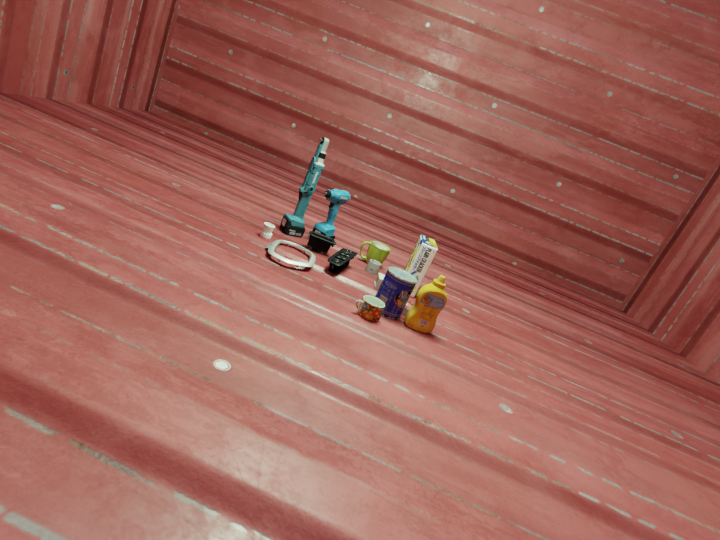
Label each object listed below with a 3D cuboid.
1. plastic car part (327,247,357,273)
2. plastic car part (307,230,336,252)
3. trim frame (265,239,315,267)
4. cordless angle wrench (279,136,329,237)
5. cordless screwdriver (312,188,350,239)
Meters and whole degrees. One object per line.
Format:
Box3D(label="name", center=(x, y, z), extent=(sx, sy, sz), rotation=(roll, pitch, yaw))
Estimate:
Box3D(label="plastic car part", center=(-0.077, -0.034, 1.592), extent=(0.068, 0.066, 0.199), rotation=(26, 18, 10))
Box3D(label="plastic car part", center=(-0.166, -0.109, 1.698), extent=(0.113, 0.070, 0.068), rotation=(17, 18, -19))
Box3D(label="trim frame", center=(-0.251, -0.062, 1.530), extent=(0.183, 0.027, 0.252), rotation=(20, 17, -5))
Box3D(label="cordless angle wrench", center=(-0.217, -0.344, 1.747), extent=(0.093, 0.420, 0.078), rotation=(12, 20, -36))
Box3D(label="cordless screwdriver", center=(-0.140, -0.228, 1.786), extent=(0.078, 0.247, 0.152), rotation=(32, 19, 27))
